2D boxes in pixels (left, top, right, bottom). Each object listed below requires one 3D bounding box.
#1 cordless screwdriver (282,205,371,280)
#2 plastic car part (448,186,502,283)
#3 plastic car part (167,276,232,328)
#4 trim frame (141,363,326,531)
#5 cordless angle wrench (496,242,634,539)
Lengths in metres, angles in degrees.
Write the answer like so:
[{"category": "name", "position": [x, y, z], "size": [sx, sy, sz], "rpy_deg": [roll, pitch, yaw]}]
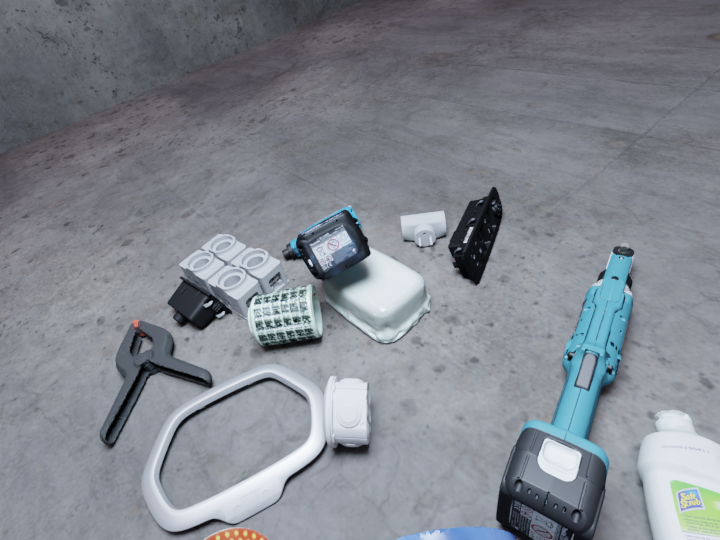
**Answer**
[{"category": "cordless screwdriver", "position": [-0.069, -0.045, 0.709], "size": [0.160, 0.073, 0.252], "rpy_deg": [-28, 12, 3]}, {"category": "plastic car part", "position": [0.196, -0.065, 0.720], "size": [0.070, 0.064, 0.202], "rpy_deg": [-11, 34, 47]}, {"category": "plastic car part", "position": [-0.295, 0.063, 0.743], "size": [0.123, 0.062, 0.071], "rpy_deg": [17, 64, 37]}, {"category": "trim frame", "position": [-0.160, 0.217, 0.543], "size": [0.245, 0.026, 0.194], "rpy_deg": [-25, 40, -12]}, {"category": "cordless angle wrench", "position": [0.268, 0.101, 0.491], "size": [0.078, 0.094, 0.418], "rpy_deg": [16, 46, 31]}]
